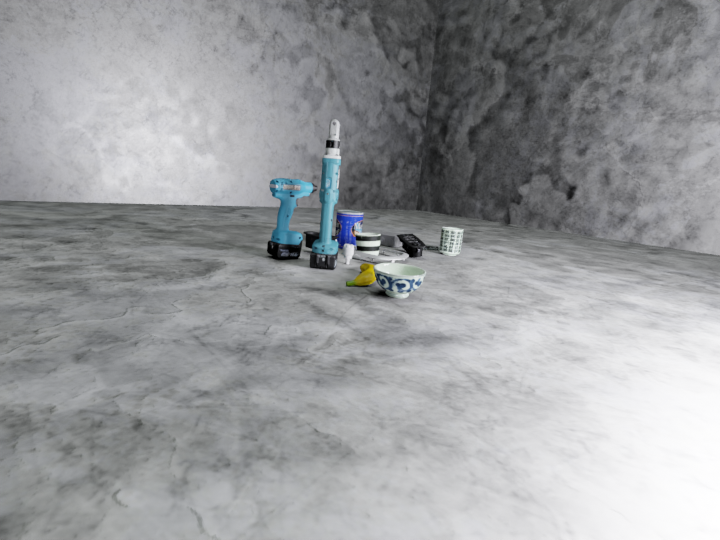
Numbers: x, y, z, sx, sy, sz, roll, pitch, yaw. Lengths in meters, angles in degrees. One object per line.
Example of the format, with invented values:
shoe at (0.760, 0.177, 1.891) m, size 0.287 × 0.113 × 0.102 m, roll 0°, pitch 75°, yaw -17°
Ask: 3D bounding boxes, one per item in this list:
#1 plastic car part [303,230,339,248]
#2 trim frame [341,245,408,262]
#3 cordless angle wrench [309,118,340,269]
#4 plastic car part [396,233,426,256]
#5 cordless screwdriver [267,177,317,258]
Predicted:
plastic car part at (-0.141, -0.092, 1.446) m, size 0.122 × 0.070 × 0.063 m, roll 12°, pitch 13°, yaw 31°
trim frame at (0.049, -0.057, 1.449) m, size 0.176 × 0.027 × 0.262 m, roll -7°, pitch 16°, yaw -41°
cordless angle wrench at (-0.090, -0.217, 1.215) m, size 0.075 × 0.419 × 0.098 m, roll 6°, pitch 9°, yaw 4°
plastic car part at (0.187, -0.092, 1.562) m, size 0.065 × 0.066 × 0.207 m, roll 3°, pitch 12°, yaw -10°
cordless screwdriver at (-0.213, -0.164, 1.334) m, size 0.152 × 0.246 × 0.078 m, roll -3°, pitch 12°, yaw -36°
